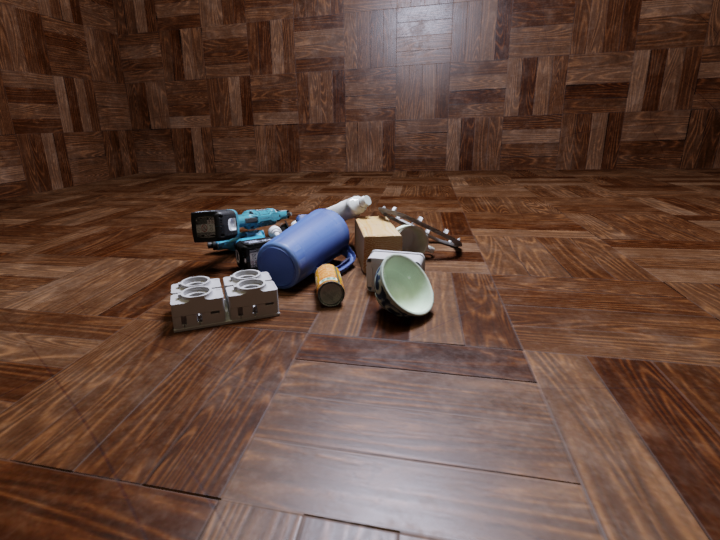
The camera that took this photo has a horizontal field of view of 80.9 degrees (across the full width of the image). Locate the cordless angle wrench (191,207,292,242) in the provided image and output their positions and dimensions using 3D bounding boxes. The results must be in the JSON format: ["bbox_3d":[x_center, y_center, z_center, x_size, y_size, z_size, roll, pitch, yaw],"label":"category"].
[{"bbox_3d":[-0.303,-0.142,1.175,0.101,0.073,0.414,-2,11,18],"label":"cordless angle wrench"}]

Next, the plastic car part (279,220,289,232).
[{"bbox_3d":[-0.204,-0.081,1.164,0.066,0.064,0.212,-17,23,-14],"label":"plastic car part"}]

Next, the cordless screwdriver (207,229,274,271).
[{"bbox_3d":[-0.306,-0.057,1.093,0.155,0.073,0.260,-10,17,-21],"label":"cordless screwdriver"}]

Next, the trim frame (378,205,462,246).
[{"bbox_3d":[0.160,-0.118,1.123,0.244,0.027,0.188,23,1,-10],"label":"trim frame"}]
